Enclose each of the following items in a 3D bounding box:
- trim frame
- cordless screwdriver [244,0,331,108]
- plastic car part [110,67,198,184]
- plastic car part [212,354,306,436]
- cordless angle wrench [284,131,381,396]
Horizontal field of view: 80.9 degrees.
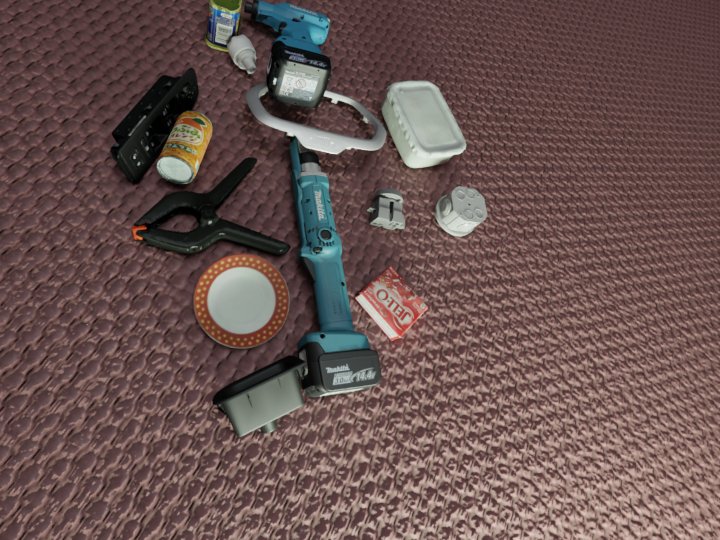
[{"bbox_3d":[-0.071,-0.263,0.717,0.241,0.027,0.191,9,45,-18],"label":"trim frame"},{"bbox_3d":[-0.130,-0.392,0.734,0.155,0.074,0.257,8,50,-17],"label":"cordless screwdriver"},{"bbox_3d":[-0.309,-0.226,0.632,0.069,0.064,0.204,17,62,15],"label":"plastic car part"},{"bbox_3d":[-0.118,0.162,0.527,0.114,0.068,0.071,-26,94,-24],"label":"plastic car part"},{"bbox_3d":[-0.061,-0.040,0.628,0.095,0.074,0.435,-2,66,-22],"label":"cordless angle wrench"}]
